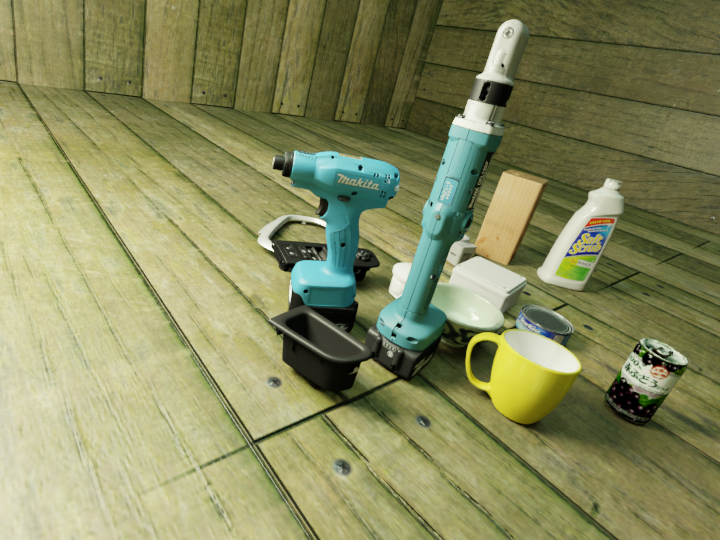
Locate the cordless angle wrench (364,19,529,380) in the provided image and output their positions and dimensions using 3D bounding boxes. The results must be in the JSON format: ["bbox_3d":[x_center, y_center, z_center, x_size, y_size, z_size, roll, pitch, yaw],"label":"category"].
[{"bbox_3d":[0.104,-0.064,0.503,0.078,0.417,0.094,29,26,27],"label":"cordless angle wrench"}]

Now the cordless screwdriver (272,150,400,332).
[{"bbox_3d":[-0.056,-0.036,0.571,0.156,0.245,0.077,10,24,-12],"label":"cordless screwdriver"}]

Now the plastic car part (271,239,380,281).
[{"bbox_3d":[-0.056,-0.009,0.727,0.195,0.066,0.070,-2,29,-30],"label":"plastic car part"}]

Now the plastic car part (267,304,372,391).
[{"bbox_3d":[-0.050,0.100,0.494,0.123,0.070,0.063,29,28,31],"label":"plastic car part"}]

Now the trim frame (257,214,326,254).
[{"bbox_3d":[-0.115,-0.069,0.869,0.186,0.027,0.250,14,25,2],"label":"trim frame"}]
